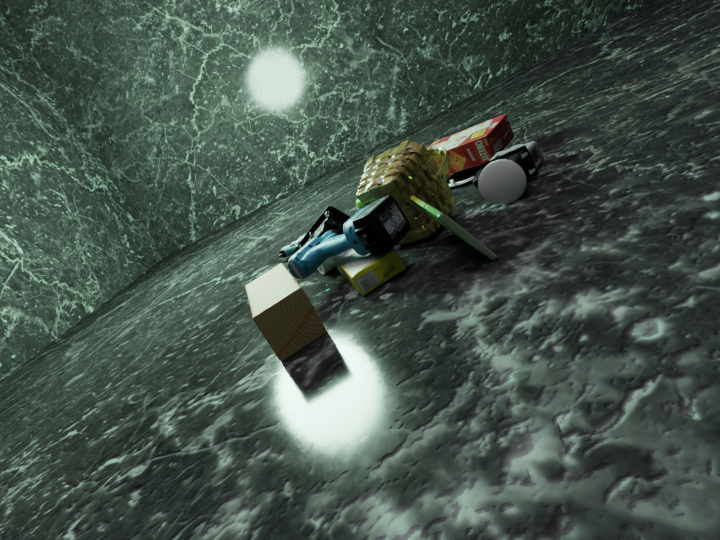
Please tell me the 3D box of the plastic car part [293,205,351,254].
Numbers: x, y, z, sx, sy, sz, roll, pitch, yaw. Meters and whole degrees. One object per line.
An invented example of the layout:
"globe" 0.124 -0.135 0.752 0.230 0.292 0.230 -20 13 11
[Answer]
"plastic car part" -0.099 -0.064 1.008 0.206 0.064 0.068 -41 32 46

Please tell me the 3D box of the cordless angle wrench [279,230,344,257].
"cordless angle wrench" -0.077 -0.090 1.098 0.439 0.072 0.097 -14 26 45

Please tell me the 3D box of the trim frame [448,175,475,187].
"trim frame" 0.260 -0.258 1.100 0.181 0.027 0.259 -37 19 -25

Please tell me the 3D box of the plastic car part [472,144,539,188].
"plastic car part" 0.275 -0.186 0.834 0.121 0.064 0.070 -17 20 40

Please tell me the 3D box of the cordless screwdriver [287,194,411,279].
"cordless screwdriver" -0.020 -0.067 0.815 0.257 0.073 0.157 -20 19 43
